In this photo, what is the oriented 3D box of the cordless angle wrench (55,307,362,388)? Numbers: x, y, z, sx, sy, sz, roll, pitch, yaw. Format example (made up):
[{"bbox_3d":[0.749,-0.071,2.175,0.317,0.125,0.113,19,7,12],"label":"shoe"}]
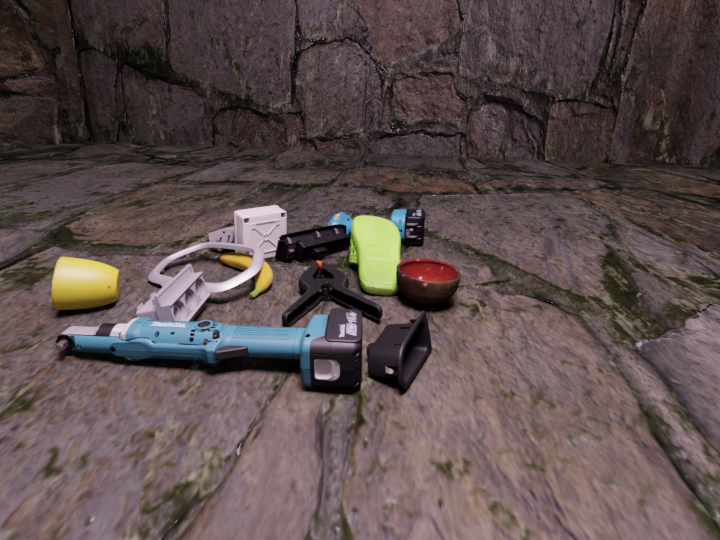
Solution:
[{"bbox_3d":[-0.210,0.098,0.579,0.427,0.073,0.099,1,22,6],"label":"cordless angle wrench"}]

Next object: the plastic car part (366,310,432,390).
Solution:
[{"bbox_3d":[0.046,0.109,0.583,0.074,0.064,0.114,-2,20,34],"label":"plastic car part"}]

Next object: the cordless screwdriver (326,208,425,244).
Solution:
[{"bbox_3d":[0.042,-0.123,1.109,0.253,0.073,0.160,1,22,9],"label":"cordless screwdriver"}]

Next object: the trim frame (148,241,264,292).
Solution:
[{"bbox_3d":[-0.301,-0.007,0.828,0.259,0.027,0.182,7,34,26],"label":"trim frame"}]

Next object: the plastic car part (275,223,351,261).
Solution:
[{"bbox_3d":[-0.095,-0.062,0.969,0.196,0.065,0.071,-20,40,-41],"label":"plastic car part"}]
